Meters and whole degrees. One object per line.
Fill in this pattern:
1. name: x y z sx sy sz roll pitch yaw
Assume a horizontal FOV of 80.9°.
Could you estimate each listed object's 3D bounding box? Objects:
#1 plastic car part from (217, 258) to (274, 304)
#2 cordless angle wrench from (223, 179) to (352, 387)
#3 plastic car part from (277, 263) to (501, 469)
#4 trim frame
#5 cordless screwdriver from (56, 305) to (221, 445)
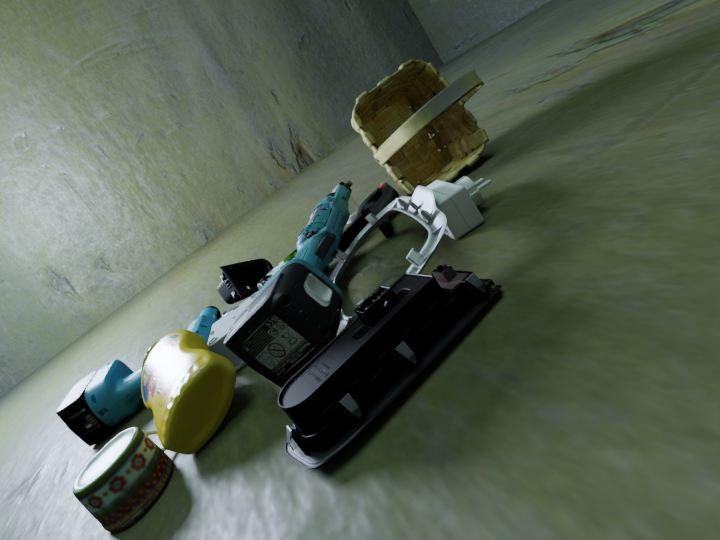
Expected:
1. plastic car part: -0.208 0.025 0.757 0.072 0.067 0.113 -43 -11 26
2. cordless angle wrench: -0.055 -0.036 0.558 0.099 0.073 0.429 -44 16 25
3. plastic car part: 0.015 0.058 0.320 0.201 0.064 0.069 -45 26 -17
4. trim frame: 0.017 -0.021 0.487 0.184 0.027 0.254 -48 16 7
5. cordless screwdriver: -0.323 0.147 0.655 0.249 0.072 0.164 -31 22 3
